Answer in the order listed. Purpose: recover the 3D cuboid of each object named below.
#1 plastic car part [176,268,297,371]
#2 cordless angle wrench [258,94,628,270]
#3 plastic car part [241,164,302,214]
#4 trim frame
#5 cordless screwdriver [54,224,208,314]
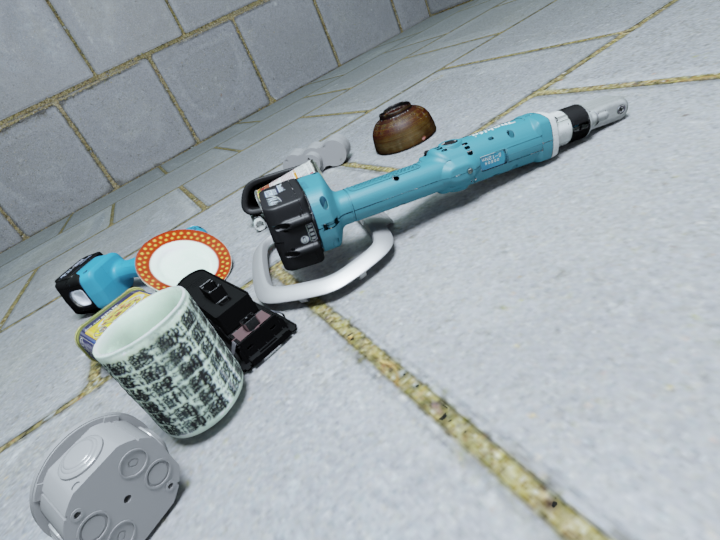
[{"bbox_3d":[-0.156,0.040,0.463,0.066,0.064,0.213,-47,31,-21],"label":"plastic car part"},{"bbox_3d":[0.100,-0.116,0.468,0.421,0.072,0.102,-20,28,-3],"label":"cordless angle wrench"},{"bbox_3d":[-0.141,-0.134,0.723,0.118,0.065,0.071,-12,8,9],"label":"plastic car part"},{"bbox_3d":[-0.051,-0.034,0.526,0.184,0.026,0.258,-29,27,-1],"label":"trim frame"},{"bbox_3d":[-0.371,0.010,0.679,0.253,0.071,0.163,-16,30,13],"label":"cordless screwdriver"}]
